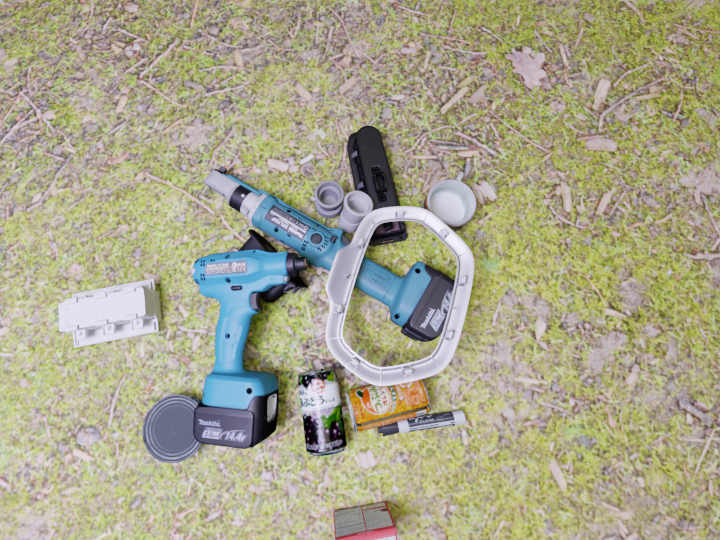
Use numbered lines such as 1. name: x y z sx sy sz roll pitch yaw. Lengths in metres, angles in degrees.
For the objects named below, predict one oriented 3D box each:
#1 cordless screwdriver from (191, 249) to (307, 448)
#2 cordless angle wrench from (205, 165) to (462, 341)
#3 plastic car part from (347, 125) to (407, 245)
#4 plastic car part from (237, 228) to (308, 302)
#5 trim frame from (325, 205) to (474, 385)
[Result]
1. cordless screwdriver: -0.143 0.095 0.561 0.163 0.072 0.252 -6 80 13
2. cordless angle wrench: -0.062 -0.041 0.636 0.432 0.073 0.098 31 77 11
3. plastic car part: 0.021 -0.145 0.669 0.067 0.065 0.208 -12 72 2
4. plastic car part: -0.145 0.003 0.632 0.120 0.064 0.071 44 93 13
5. trim frame: 0.049 0.027 0.562 0.188 0.027 0.250 16 77 11
